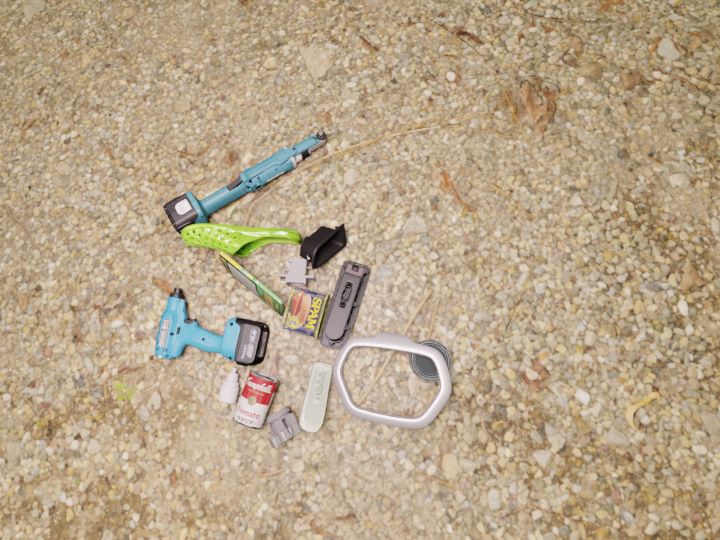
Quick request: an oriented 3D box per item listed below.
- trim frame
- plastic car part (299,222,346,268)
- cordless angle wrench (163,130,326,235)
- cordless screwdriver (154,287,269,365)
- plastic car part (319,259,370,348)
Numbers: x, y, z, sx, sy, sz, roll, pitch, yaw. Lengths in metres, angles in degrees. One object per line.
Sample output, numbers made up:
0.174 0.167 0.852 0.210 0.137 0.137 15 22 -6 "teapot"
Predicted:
0.060 0.224 0.881 0.257 0.026 0.186 3 80 21 "trim frame"
-0.094 -0.061 0.960 0.075 0.063 0.114 27 52 34 "plastic car part"
-0.262 -0.221 1.020 0.420 0.096 0.076 -32 79 -8 "cordless angle wrench"
-0.330 0.126 0.943 0.253 0.072 0.161 4 77 10 "cordless screwdriver"
-0.034 0.074 0.929 0.067 0.066 0.204 18 78 2 "plastic car part"
